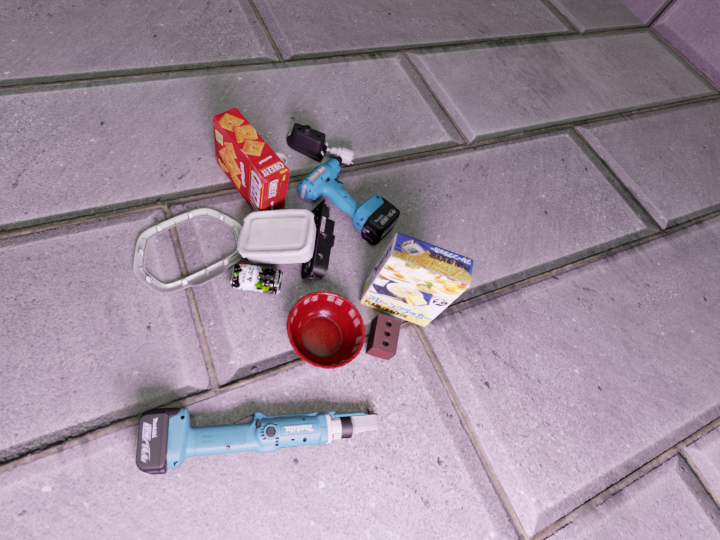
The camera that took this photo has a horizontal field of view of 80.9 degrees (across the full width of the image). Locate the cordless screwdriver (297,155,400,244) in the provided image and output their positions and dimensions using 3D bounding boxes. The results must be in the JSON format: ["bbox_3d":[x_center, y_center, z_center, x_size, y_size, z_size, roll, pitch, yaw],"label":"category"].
[{"bbox_3d":[-0.018,-0.186,1.055,0.255,0.073,0.158,35,59,13],"label":"cordless screwdriver"}]

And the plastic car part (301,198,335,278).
[{"bbox_3d":[-0.095,-0.062,0.976,0.064,0.068,0.207,30,52,-28],"label":"plastic car part"}]

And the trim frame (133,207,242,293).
[{"bbox_3d":[-0.369,-0.048,0.923,0.243,0.027,0.190,-28,71,-27],"label":"trim frame"}]

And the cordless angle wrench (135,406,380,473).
[{"bbox_3d":[-0.164,0.287,0.749,0.413,0.074,0.101,1,61,-15],"label":"cordless angle wrench"}]

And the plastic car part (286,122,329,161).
[{"bbox_3d":[-0.140,-0.352,1.125,0.116,0.070,0.066,25,57,-2],"label":"plastic car part"}]
